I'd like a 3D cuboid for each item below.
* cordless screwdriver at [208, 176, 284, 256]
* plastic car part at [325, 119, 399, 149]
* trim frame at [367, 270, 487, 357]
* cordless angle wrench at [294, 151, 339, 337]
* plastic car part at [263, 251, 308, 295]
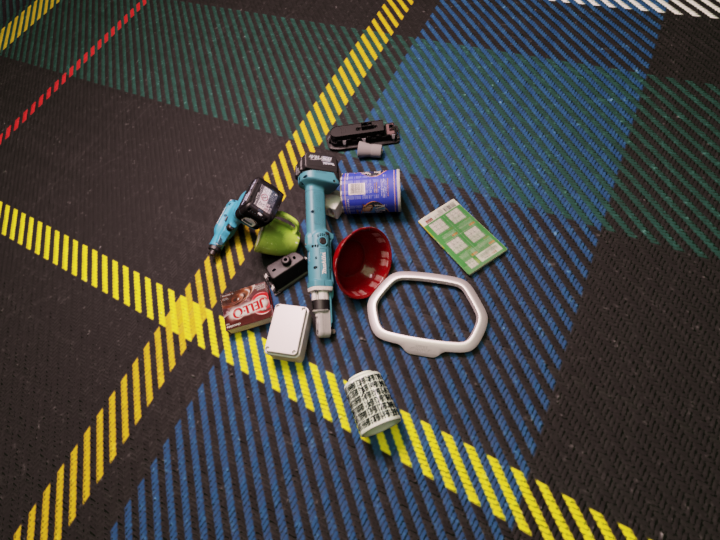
[{"bbox_3d":[-0.288,-0.119,1.009,0.258,0.071,0.160,-12,51,53],"label":"cordless screwdriver"},{"bbox_3d":[0.002,-0.375,1.163,0.206,0.064,0.068,-7,68,11],"label":"plastic car part"},{"bbox_3d":[0.138,0.089,0.899,0.254,0.026,0.187,6,62,13],"label":"trim frame"},{"bbox_3d":[-0.094,-0.062,0.966,0.094,0.076,0.430,4,73,-25],"label":"cordless angle wrench"},{"bbox_3d":[-0.174,-0.006,0.991,0.116,0.068,0.069,-33,64,-4],"label":"plastic car part"}]
